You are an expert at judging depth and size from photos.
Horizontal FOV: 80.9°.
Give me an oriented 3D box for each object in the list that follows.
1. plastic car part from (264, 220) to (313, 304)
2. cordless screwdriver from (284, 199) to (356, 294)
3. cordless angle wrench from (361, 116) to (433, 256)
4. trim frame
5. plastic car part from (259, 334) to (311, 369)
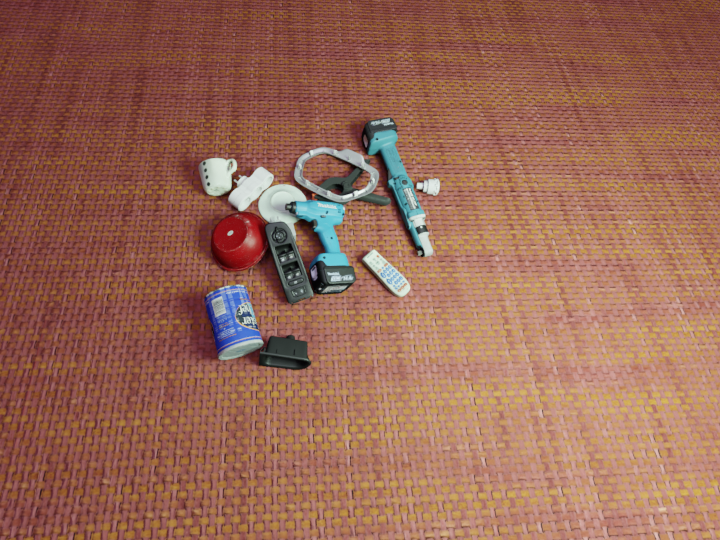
[{"bbox_3d":[-0.176,-0.026,1.038,0.066,0.067,0.201,-19,96,1],"label":"plastic car part"},{"bbox_3d":[-0.103,-0.068,1.058,0.153,0.075,0.256,3,61,-26],"label":"cordless screwdriver"},{"bbox_3d":[0.113,-0.232,1.174,0.096,0.073,0.435,-14,70,-12],"label":"cordless angle wrench"},{"bbox_3d":[-0.070,-0.273,1.170,0.260,0.026,0.182,29,60,25],"label":"trim frame"},{"bbox_3d":[-0.171,0.183,0.970,0.115,0.065,0.073,5,52,-7],"label":"plastic car part"}]
